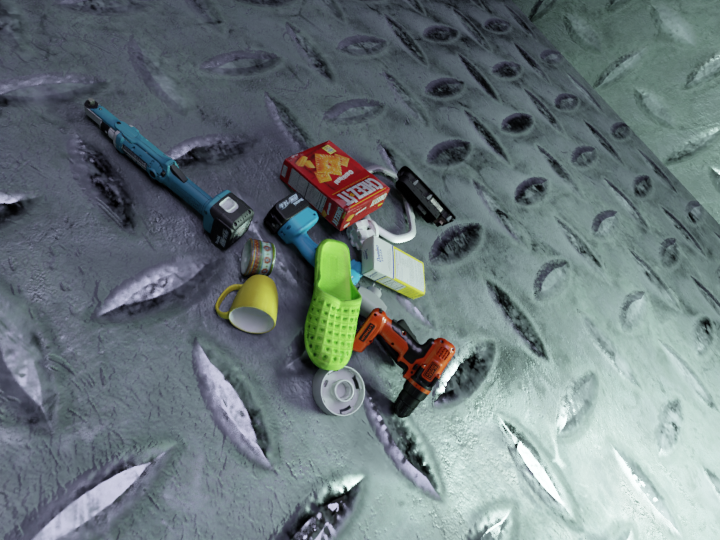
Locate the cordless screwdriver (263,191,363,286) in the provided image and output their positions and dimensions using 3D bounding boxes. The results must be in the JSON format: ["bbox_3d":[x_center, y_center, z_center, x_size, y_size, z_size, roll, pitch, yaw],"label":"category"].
[{"bbox_3d":[-0.093,-0.061,0.950,0.155,0.075,0.251,-33,84,-40],"label":"cordless screwdriver"}]

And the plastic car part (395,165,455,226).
[{"bbox_3d":[0.162,-0.191,1.148,0.066,0.068,0.201,-42,96,-23],"label":"plastic car part"}]

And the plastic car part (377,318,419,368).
[{"bbox_3d":[0.096,0.156,0.930,0.118,0.067,0.069,54,38,4],"label":"plastic car part"}]

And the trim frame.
[{"bbox_3d":[0.070,-0.182,1.135,0.177,0.028,0.257,3,59,-25],"label":"trim frame"}]

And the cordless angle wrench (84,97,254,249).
[{"bbox_3d":[-0.408,-0.212,0.873,0.426,0.098,0.074,39,52,4],"label":"cordless angle wrench"}]
